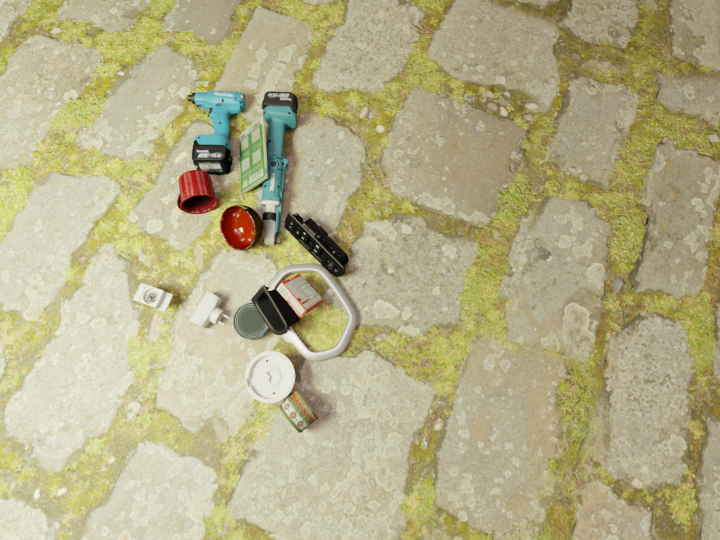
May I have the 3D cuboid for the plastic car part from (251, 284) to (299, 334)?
[{"bbox_3d":[-0.186,0.088,0.968,0.068,0.066,0.119,-22,70,-50],"label":"plastic car part"}]

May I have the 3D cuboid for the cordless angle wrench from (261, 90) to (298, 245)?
[{"bbox_3d":[-0.224,-0.269,1.111,0.098,0.073,0.430,2,73,-2],"label":"cordless angle wrench"}]

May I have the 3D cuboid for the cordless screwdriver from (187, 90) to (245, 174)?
[{"bbox_3d":[-0.408,-0.384,1.143,0.159,0.073,0.254,4,68,-1],"label":"cordless screwdriver"}]

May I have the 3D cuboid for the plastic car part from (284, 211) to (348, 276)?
[{"bbox_3d":[-0.103,-0.067,1.052,0.065,0.066,0.208,-30,72,-39],"label":"plastic car part"}]

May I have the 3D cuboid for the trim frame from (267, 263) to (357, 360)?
[{"bbox_3d":[-0.120,0.094,1.011,0.182,0.027,0.254,-34,77,-13],"label":"trim frame"}]
